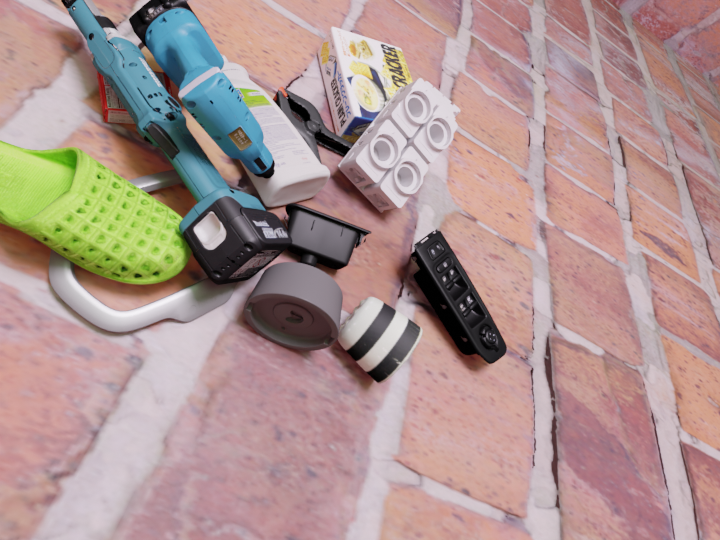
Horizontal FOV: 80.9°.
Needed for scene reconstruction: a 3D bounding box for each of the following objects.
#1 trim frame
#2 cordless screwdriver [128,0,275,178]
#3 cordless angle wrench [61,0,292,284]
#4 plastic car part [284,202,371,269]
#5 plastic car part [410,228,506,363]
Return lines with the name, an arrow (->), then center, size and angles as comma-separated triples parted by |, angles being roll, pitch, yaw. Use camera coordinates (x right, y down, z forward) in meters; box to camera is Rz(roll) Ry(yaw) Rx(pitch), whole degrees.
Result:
trim frame -> -0.221, -0.032, 0.491 | 0.242, 0.028, 0.187 | -31, 79, -39
cordless screwdriver -> -0.187, -0.226, 0.523 | 0.074, 0.152, 0.261 | -35, 61, 0
cordless angle wrench -> -0.236, -0.177, 0.493 | 0.432, 0.075, 0.095 | 53, 14, 11
plastic car part -> -0.056, -0.036, 0.568 | 0.113, 0.067, 0.072 | 17, 71, -17
plastic car part -> 0.133, 0.047, 0.611 | 0.064, 0.068, 0.204 | -30, 85, -46
